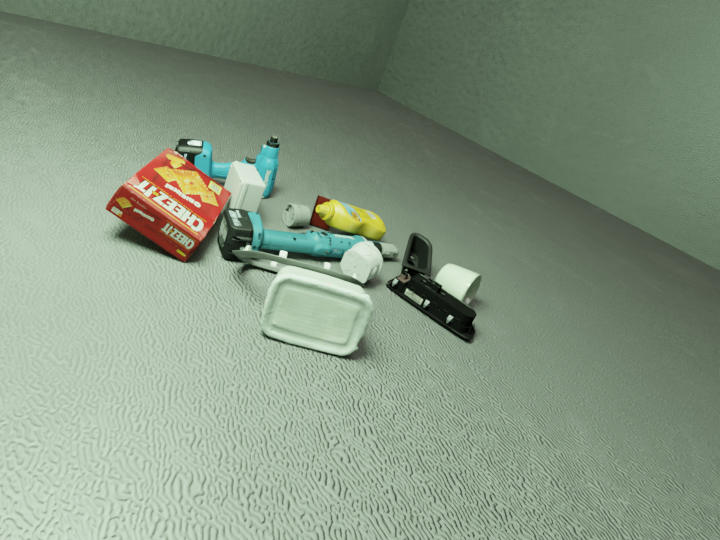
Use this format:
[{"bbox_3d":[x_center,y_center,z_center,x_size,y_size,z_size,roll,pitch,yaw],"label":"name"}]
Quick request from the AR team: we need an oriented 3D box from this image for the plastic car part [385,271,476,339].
[{"bbox_3d":[0.156,0.061,0.875,0.212,0.067,0.064,39,27,25],"label":"plastic car part"}]

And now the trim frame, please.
[{"bbox_3d":[-0.110,-0.004,0.765,0.246,0.028,0.185,14,-10,-7],"label":"trim frame"}]

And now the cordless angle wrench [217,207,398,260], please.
[{"bbox_3d":[-0.090,-0.059,0.917,0.405,0.073,0.103,5,33,-29],"label":"cordless angle wrench"}]

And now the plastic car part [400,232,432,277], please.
[{"bbox_3d":[0.124,-0.023,0.978,0.066,0.070,0.118,20,45,-3],"label":"plastic car part"}]

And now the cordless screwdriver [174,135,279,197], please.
[{"bbox_3d":[-0.325,-0.274,1.039,0.241,0.157,0.078,8,32,-18],"label":"cordless screwdriver"}]
